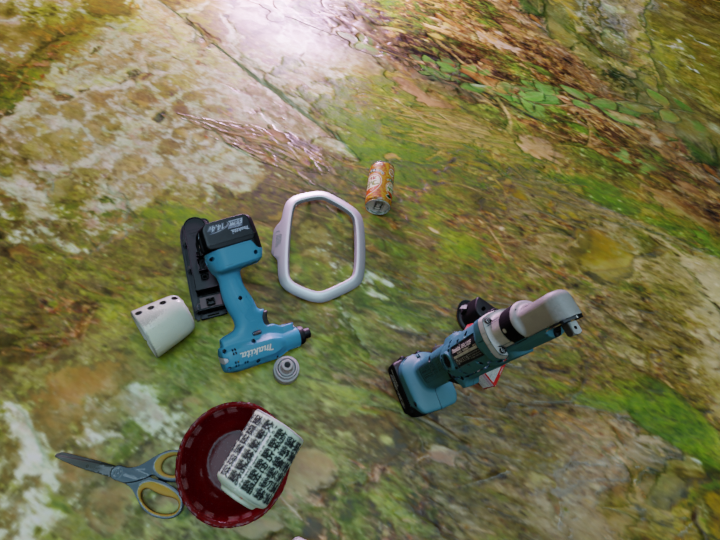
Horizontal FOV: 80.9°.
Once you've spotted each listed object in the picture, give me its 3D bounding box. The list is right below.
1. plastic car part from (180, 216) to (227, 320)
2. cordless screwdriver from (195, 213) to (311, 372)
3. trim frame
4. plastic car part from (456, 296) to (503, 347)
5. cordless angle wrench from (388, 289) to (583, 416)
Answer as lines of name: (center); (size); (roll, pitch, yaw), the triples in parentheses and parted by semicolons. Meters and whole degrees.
plastic car part: (-0.291, -0.016, 0.769); (0.065, 0.065, 0.211); (-17, 63, -10)
cordless screwdriver: (-0.182, 0.031, 0.717); (0.154, 0.076, 0.250); (-13, 86, -27)
trim frame: (-0.081, -0.053, 0.833); (0.182, 0.027, 0.255); (3, 64, -7)
plastic car part: (0.238, 0.095, 0.771); (0.119, 0.070, 0.065); (41, 63, 9)
cordless angle wrench: (0.136, 0.113, 0.549); (0.073, 0.418, 0.101); (-14, 69, -18)
